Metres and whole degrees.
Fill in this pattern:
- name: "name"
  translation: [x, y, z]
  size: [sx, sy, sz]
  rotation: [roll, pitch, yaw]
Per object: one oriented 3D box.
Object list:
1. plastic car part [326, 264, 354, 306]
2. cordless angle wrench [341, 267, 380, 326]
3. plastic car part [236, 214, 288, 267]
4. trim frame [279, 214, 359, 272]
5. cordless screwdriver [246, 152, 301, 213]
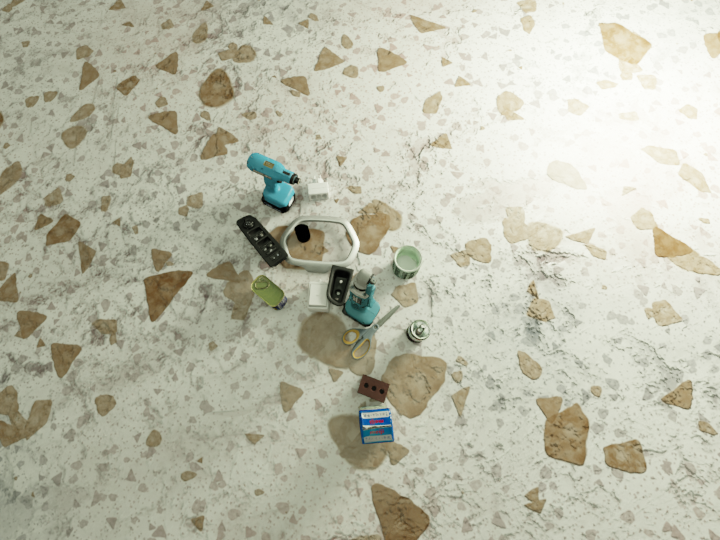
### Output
- name: "plastic car part"
  translation: [-0.064, 0.052, 1.237]
  size: [0.067, 0.069, 0.118]
  rotation: [12, 73, 5]
- name: "cordless angle wrench"
  translation: [0.004, 0.063, 1.047]
  size: [0.100, 0.414, 0.074]
  rotation: [31, 76, 8]
- name: "plastic car part"
  translation: [-0.304, -0.091, 1.306]
  size: [0.066, 0.065, 0.209]
  rotation: [-39, 74, -10]
- name: "trim frame"
  translation: [-0.128, -0.084, 1.310]
  size: [0.251, 0.027, 0.187]
  rotation: [3, 72, 5]
- name: "cordless screwdriver"
  translation: [-0.239, -0.250, 1.261]
  size: [0.162, 0.243, 0.074]
  rotation: [26, 75, 8]
